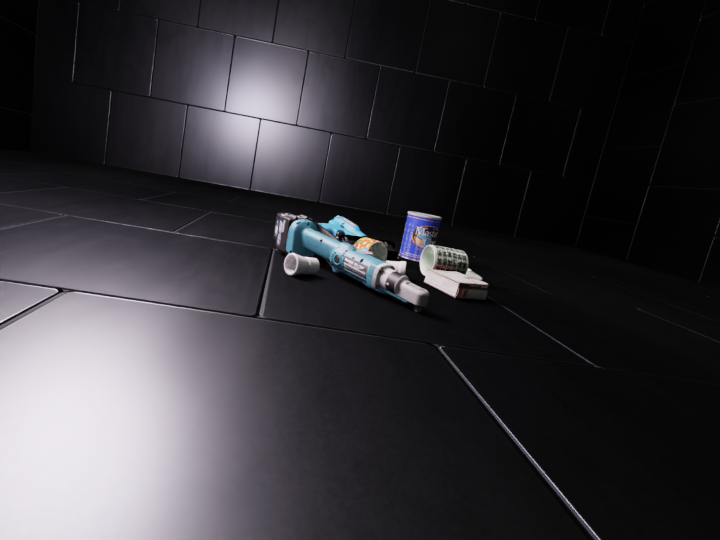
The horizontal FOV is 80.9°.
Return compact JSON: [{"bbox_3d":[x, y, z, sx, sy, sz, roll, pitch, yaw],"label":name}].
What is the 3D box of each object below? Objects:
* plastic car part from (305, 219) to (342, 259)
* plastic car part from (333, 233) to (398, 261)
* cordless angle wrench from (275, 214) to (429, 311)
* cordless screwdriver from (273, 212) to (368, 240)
[{"bbox_3d":[-0.102,-0.067,1.046,0.123,0.071,0.063,38,15,31],"label":"plastic car part"},{"bbox_3d":[0.025,-0.052,1.120,0.193,0.065,0.071,1,24,-38],"label":"plastic car part"},{"bbox_3d":[-0.030,-0.023,0.879,0.071,0.097,0.448,-3,21,-42],"label":"cordless angle wrench"},{"bbox_3d":[-0.102,-0.100,1.149,0.238,0.073,0.169,-5,28,-36],"label":"cordless screwdriver"}]
